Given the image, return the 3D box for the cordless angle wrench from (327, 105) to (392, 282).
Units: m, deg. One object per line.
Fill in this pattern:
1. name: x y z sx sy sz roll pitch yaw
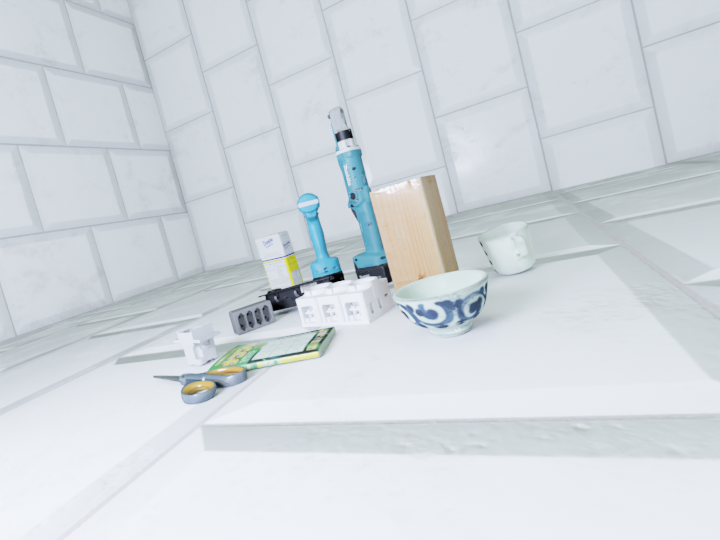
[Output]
1. cordless angle wrench: -0.003 -0.176 0.993 0.102 0.420 0.072 -12 5 41

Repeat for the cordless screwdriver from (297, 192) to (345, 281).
1. cordless screwdriver: -0.102 -0.067 1.042 0.074 0.247 0.161 -15 5 -3

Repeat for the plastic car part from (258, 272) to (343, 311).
1. plastic car part: -0.130 0.052 0.927 0.210 0.066 0.064 -11 7 27
